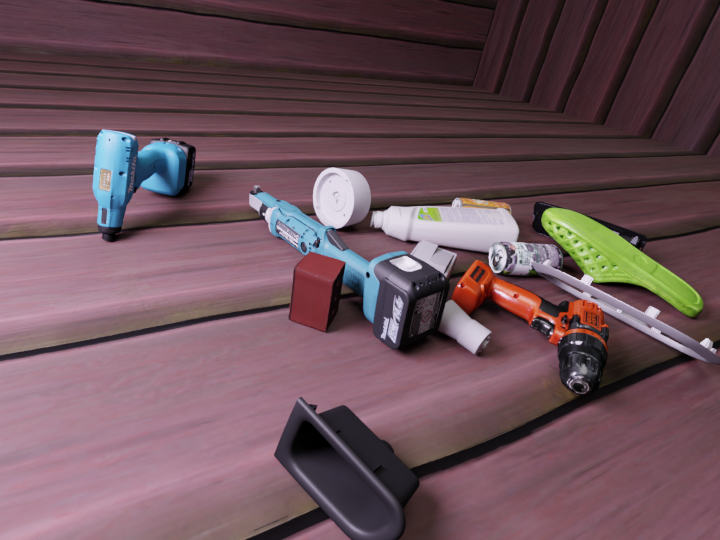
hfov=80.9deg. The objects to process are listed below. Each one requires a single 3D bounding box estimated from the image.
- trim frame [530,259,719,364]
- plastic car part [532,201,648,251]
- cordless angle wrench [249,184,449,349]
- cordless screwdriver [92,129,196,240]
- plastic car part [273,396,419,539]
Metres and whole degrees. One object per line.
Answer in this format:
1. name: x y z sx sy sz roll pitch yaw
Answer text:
1. trim frame: 0.354 0.049 0.580 0.263 0.027 0.174 34 6 36
2. plastic car part: 0.431 -0.071 0.835 0.066 0.063 0.214 -40 53 -21
3. cordless angle wrench: -0.062 -0.041 0.637 0.071 0.096 0.448 -14 34 -36
4. cordless screwdriver: -0.361 -0.149 0.710 0.074 0.157 0.252 13 15 -4
5. plastic car part: -0.004 0.158 0.348 0.122 0.065 0.068 32 22 28
